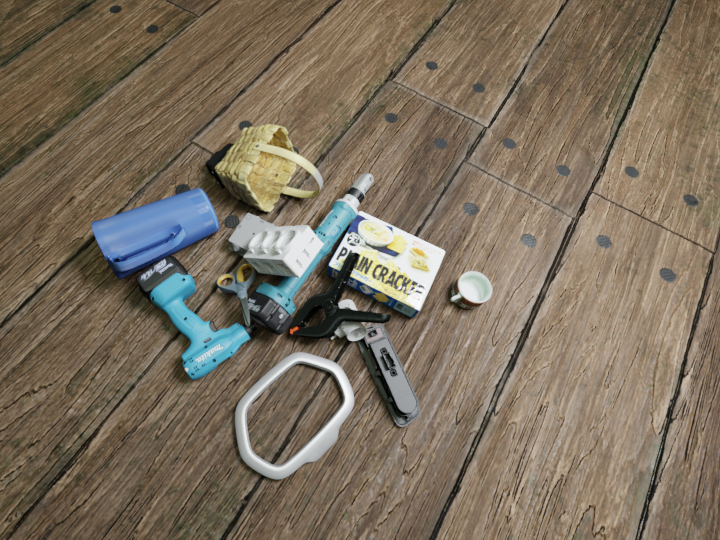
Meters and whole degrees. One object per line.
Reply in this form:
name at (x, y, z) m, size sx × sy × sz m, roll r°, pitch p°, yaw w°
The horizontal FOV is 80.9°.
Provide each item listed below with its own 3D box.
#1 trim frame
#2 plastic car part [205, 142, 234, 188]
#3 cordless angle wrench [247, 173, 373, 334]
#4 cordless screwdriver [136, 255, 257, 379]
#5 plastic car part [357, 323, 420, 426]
trim frame at (-0.128, 0.274, 0.819) m, size 0.190 × 0.027 × 0.246 m, roll 42°, pitch 68°, yaw 17°
plastic car part at (-0.339, -0.274, 1.056) m, size 0.074 × 0.063 × 0.116 m, roll 23°, pitch 62°, yaw 21°
cordless angle wrench at (-0.090, -0.059, 0.921) m, size 0.103 × 0.071 × 0.422 m, roll 9°, pitch 58°, yaw 52°
cordless screwdriver at (-0.340, 0.080, 0.878) m, size 0.157 × 0.073 × 0.256 m, roll -34°, pitch 75°, yaw -18°
plastic car part at (0.062, 0.202, 0.845) m, size 0.065 × 0.066 × 0.209 m, roll -17°, pitch 69°, yaw -20°
